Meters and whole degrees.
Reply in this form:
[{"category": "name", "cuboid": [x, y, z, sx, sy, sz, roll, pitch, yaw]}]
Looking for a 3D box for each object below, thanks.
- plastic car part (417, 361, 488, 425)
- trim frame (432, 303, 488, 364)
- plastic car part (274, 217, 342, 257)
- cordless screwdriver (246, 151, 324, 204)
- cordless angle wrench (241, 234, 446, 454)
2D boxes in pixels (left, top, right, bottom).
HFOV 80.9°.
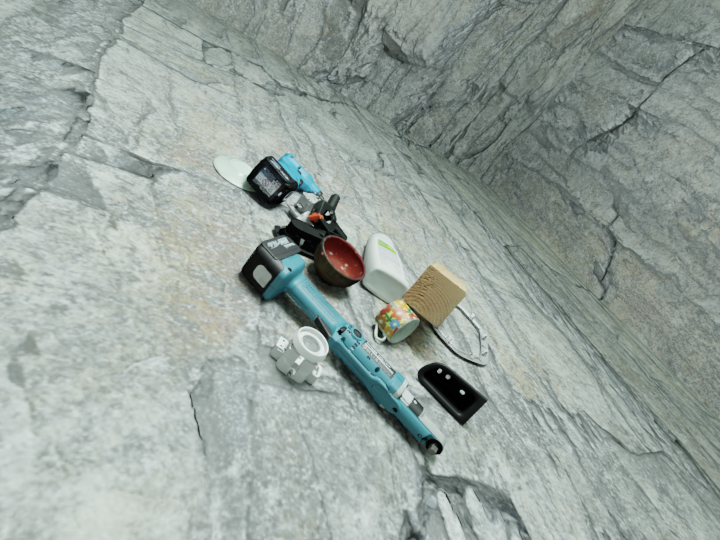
[{"category": "plastic car part", "cuboid": [0.167, 0.212, 0.785, 0.120, 0.066, 0.068, 43, 11, 17]}, {"category": "trim frame", "cuboid": [0.241, 0.133, 1.037, 0.185, 0.027, 0.246, 36, 28, 2]}, {"category": "plastic car part", "cuboid": [-0.089, -0.058, 0.908, 0.194, 0.067, 0.069, 20, 38, -26]}, {"category": "cordless screwdriver", "cuboid": [-0.170, -0.214, 1.040, 0.158, 0.075, 0.248, 46, 19, -6]}, {"category": "cordless angle wrench", "cuboid": [-0.023, 0.118, 0.688, 0.433, 0.075, 0.095, 46, 27, 12]}]
